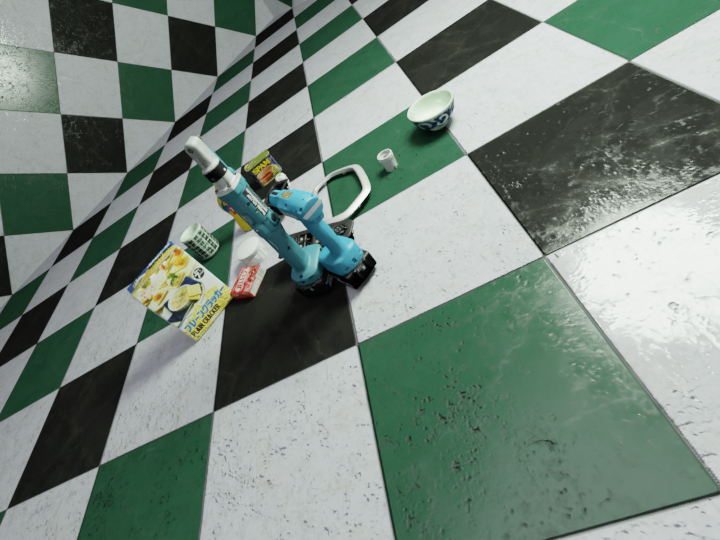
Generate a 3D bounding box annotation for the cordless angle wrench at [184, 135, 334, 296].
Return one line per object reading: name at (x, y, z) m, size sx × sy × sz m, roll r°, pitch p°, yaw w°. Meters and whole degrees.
cordless angle wrench at (-0.192, -0.098, 0.843) m, size 0.077 × 0.401 × 0.100 m, roll -16°, pitch 43°, yaw 30°

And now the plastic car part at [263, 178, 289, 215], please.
plastic car part at (-0.238, -0.205, 1.250) m, size 0.068 × 0.067 × 0.119 m, roll -15°, pitch 45°, yaw 30°

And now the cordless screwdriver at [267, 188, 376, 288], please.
cordless screwdriver at (-0.084, -0.072, 0.860) m, size 0.074 × 0.236 × 0.168 m, roll -51°, pitch 38°, yaw -14°

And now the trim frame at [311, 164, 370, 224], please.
trim frame at (-0.061, -0.203, 1.133) m, size 0.186 × 0.026 × 0.260 m, roll -33°, pitch 39°, yaw 11°

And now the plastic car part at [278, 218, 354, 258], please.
plastic car part at (-0.098, -0.064, 1.003) m, size 0.209 × 0.063 × 0.068 m, roll -16°, pitch 44°, yaw 28°
